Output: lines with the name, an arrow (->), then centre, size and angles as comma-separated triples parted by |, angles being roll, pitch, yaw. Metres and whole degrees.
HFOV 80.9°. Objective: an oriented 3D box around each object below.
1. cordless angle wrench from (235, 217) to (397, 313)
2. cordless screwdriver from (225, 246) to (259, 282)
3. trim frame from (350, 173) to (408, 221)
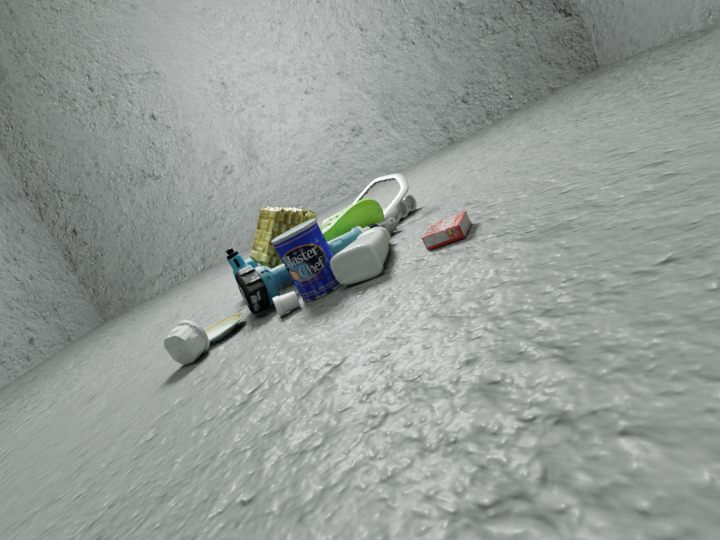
cordless angle wrench -> -0.085, -0.035, 1.005 | 0.415, 0.078, 0.094 | -27, -36, -19
cordless screwdriver -> -0.306, 0.005, 1.130 | 0.074, 0.157, 0.254 | -32, 11, -10
trim frame -> 0.034, -0.169, 1.175 | 0.248, 0.026, 0.194 | -50, 37, 1
